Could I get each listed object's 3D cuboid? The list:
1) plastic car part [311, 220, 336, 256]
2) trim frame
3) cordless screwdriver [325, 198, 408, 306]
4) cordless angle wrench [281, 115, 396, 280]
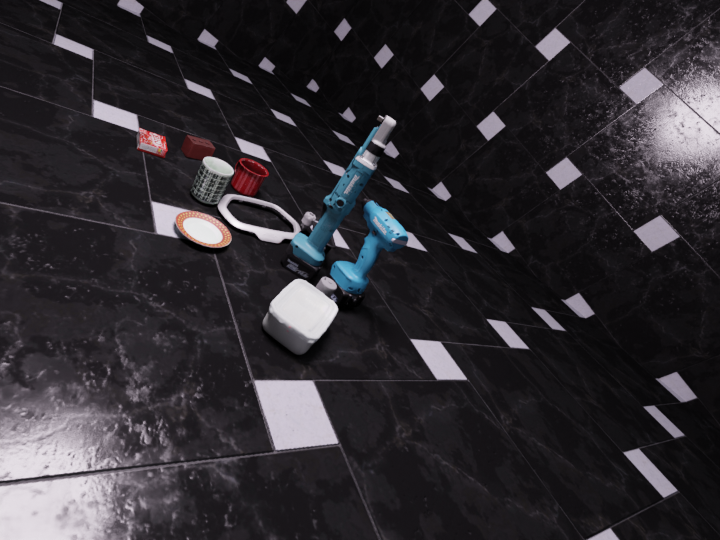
[{"bbox_3d":[-0.113,-0.074,1.154,0.063,0.071,0.121,22,27,-25],"label":"plastic car part"},{"bbox_3d":[-0.270,-0.142,1.145,0.236,0.027,0.194,10,33,-40],"label":"trim frame"},{"bbox_3d":[-0.004,-0.041,1.010,0.070,0.249,0.168,10,34,-43],"label":"cordless screwdriver"},{"bbox_3d":[-0.045,-0.162,0.973,0.097,0.423,0.075,34,25,-4],"label":"cordless angle wrench"}]
